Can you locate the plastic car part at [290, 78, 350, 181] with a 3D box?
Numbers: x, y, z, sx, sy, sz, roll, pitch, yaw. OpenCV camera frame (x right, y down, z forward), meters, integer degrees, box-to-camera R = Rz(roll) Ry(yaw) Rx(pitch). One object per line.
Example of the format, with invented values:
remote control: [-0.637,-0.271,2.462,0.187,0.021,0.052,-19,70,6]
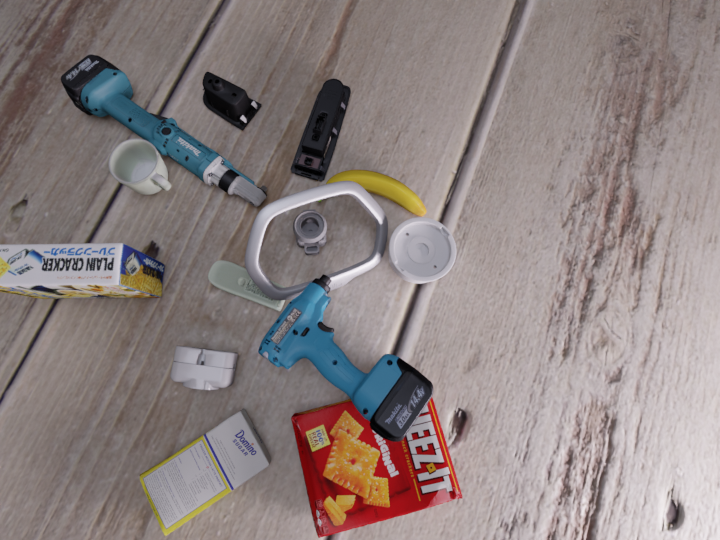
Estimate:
plastic car part: [-0.072,-0.272,0.783,0.068,0.065,0.204,15,74,9]

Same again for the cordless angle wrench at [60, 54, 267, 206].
cordless angle wrench: [-0.351,-0.242,0.776,0.428,0.073,0.098,35,69,6]

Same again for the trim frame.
trim frame: [-0.067,-0.044,0.686,0.244,0.029,0.179,-20,112,-15]

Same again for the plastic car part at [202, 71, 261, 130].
plastic car part: [-0.255,-0.331,0.795,0.118,0.070,0.066,32,78,4]

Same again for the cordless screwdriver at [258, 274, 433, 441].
cordless screwdriver: [-0.012,0.120,0.622,0.258,0.072,0.159,29,70,20]
